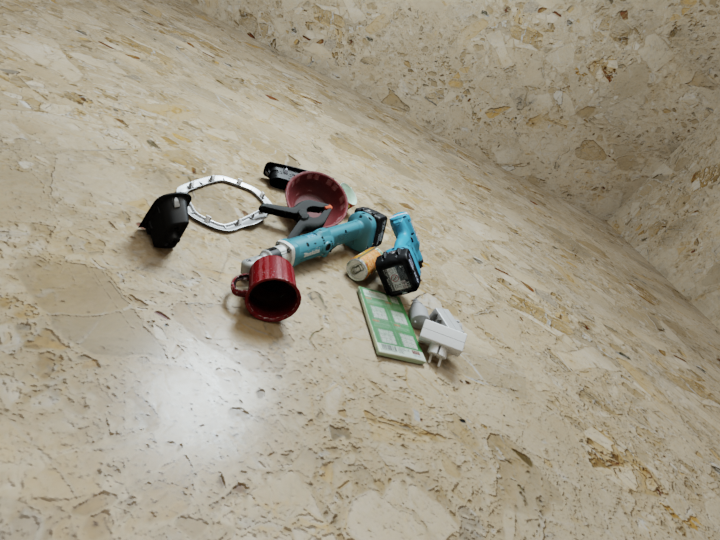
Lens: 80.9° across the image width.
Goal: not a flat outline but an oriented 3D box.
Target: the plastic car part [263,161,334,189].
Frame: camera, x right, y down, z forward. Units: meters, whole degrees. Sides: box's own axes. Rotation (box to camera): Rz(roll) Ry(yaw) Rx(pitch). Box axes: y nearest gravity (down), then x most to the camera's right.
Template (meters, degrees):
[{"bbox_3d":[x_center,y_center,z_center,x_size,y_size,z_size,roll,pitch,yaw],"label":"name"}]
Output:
[{"bbox_3d":[-0.171,-0.238,1.152,0.194,0.067,0.069,15,59,-26],"label":"plastic car part"}]

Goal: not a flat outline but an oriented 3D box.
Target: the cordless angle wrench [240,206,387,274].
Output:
[{"bbox_3d":[-0.089,-0.058,0.911,0.078,0.096,0.409,26,30,29],"label":"cordless angle wrench"}]

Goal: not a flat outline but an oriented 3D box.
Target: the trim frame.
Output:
[{"bbox_3d":[-0.297,-0.158,0.951,0.187,0.027,0.245,34,29,7],"label":"trim frame"}]

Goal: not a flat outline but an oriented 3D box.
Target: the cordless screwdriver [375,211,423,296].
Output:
[{"bbox_3d":[0.108,-0.024,1.002,0.154,0.076,0.250,64,22,-22],"label":"cordless screwdriver"}]

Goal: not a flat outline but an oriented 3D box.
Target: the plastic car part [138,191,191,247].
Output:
[{"bbox_3d":[-0.329,-0.077,0.729,0.063,0.119,0.073,0,67,-43],"label":"plastic car part"}]
